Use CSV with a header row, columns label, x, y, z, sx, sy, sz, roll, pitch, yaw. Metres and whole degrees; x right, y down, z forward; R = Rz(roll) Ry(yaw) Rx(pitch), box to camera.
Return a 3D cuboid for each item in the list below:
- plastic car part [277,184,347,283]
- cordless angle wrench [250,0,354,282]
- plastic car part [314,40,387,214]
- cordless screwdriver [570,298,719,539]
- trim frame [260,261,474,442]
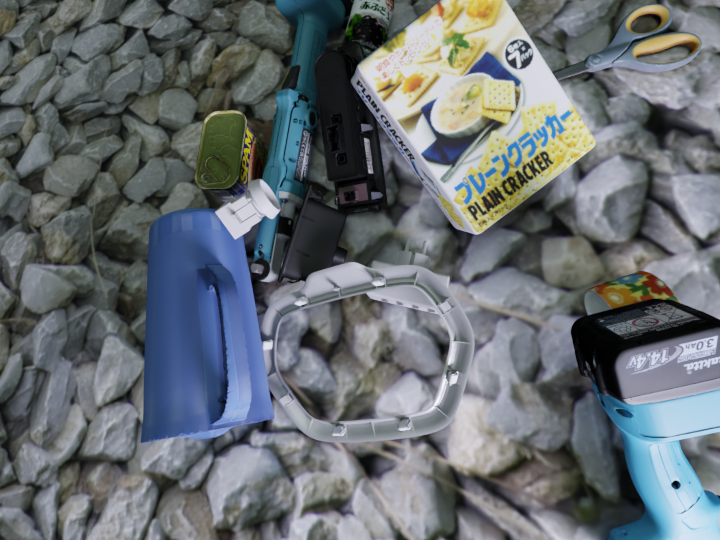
label,x,y,z,sx,sy,sz,roll,pitch,yaw
plastic car part,-0.050,-0.032,0.506,0.071,0.066,0.117,15,83,-1
cordless angle wrench,-0.084,-0.195,0.541,0.077,0.093,0.425,4,82,26
plastic car part,-0.021,-0.169,0.499,0.069,0.064,0.203,-6,89,35
cordless screwdriver,0.275,0.150,0.342,0.161,0.074,0.246,-12,97,9
trim frame,-0.008,0.086,0.447,0.256,0.026,0.186,-16,80,27
